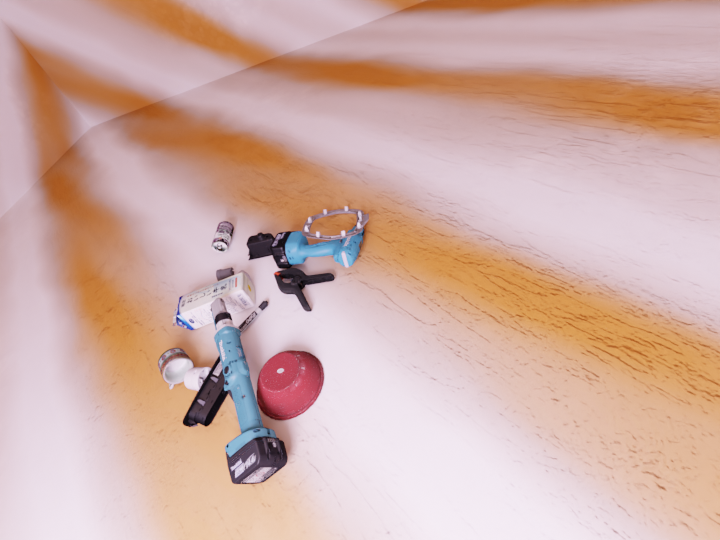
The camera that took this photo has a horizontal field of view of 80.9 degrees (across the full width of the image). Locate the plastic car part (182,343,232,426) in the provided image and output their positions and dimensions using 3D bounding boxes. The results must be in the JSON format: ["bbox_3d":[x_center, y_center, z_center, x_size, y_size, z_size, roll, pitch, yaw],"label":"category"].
[{"bbox_3d":[-0.322,0.265,0.957,0.069,0.064,0.203,22,57,12],"label":"plastic car part"}]

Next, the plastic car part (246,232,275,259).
[{"bbox_3d":[-0.295,-0.083,1.271,0.120,0.067,0.067,-12,45,21],"label":"plastic car part"}]

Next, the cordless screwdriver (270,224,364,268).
[{"bbox_3d":[-0.114,-0.075,1.168,0.258,0.071,0.160,-1,38,22],"label":"cordless screwdriver"}]

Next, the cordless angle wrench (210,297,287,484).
[{"bbox_3d":[-0.264,0.218,0.897,0.098,0.070,0.445,-44,48,16],"label":"cordless angle wrench"}]

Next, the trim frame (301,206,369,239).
[{"bbox_3d":[-0.068,-0.135,1.175,0.186,0.027,0.252,-5,23,6],"label":"trim frame"}]
